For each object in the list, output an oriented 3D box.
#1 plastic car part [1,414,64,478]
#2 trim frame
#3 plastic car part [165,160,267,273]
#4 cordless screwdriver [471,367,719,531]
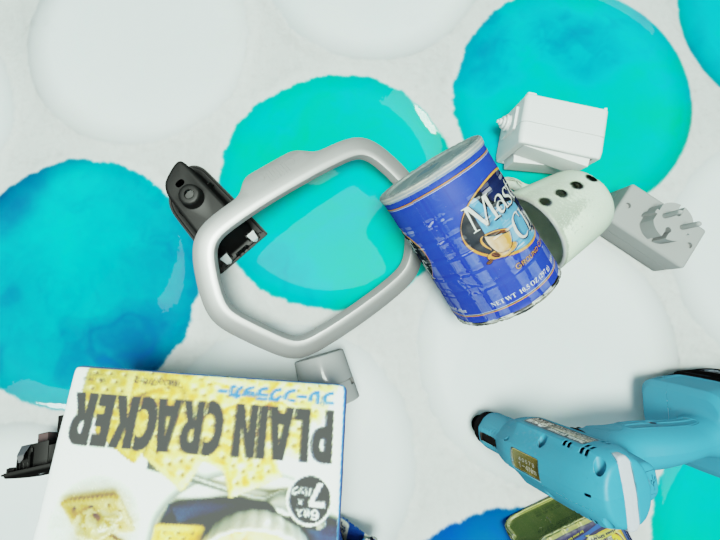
[{"bbox_3d":[-0.219,0.151,0.408,0.203,0.064,0.069,-9,59,0],"label":"plastic car part"},{"bbox_3d":[-0.041,-0.027,0.417,0.246,0.028,0.181,-34,101,-13],"label":"trim frame"},{"bbox_3d":[-0.159,-0.063,0.430,0.066,0.071,0.117,-42,88,-8],"label":"plastic car part"},{"bbox_3d":[0.239,0.142,0.376,0.243,0.162,0.075,-5,88,-17],"label":"cordless screwdriver"}]
